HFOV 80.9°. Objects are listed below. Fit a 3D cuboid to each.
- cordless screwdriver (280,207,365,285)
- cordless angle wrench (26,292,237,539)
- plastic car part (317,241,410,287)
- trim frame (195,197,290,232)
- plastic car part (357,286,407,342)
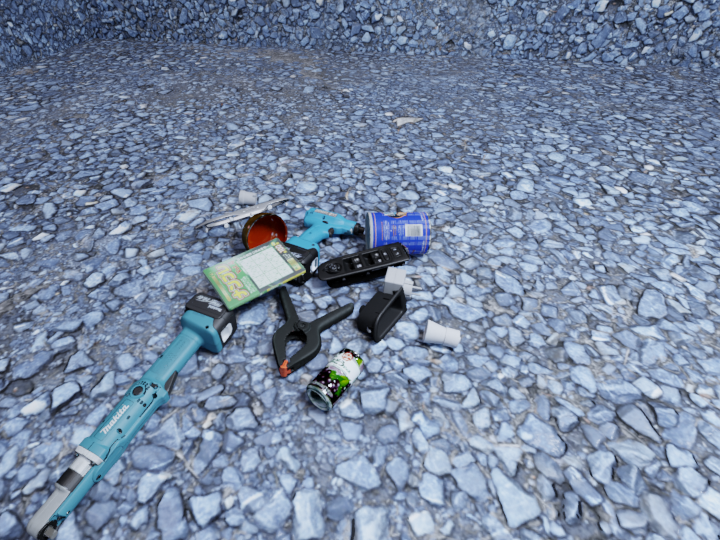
[{"bbox_3d":[-0.099,-0.065,1.010,0.164,0.072,0.248,14,39,15],"label":"cordless screwdriver"},{"bbox_3d":[-0.357,0.212,0.698,0.101,0.072,0.423,14,45,16],"label":"cordless angle wrench"},{"bbox_3d":[0.002,-0.007,0.942,0.201,0.065,0.069,-12,49,-6],"label":"plastic car part"},{"bbox_3d":[-0.291,-0.138,1.058,0.242,0.027,0.190,-20,6,-24],"label":"trim frame"},{"bbox_3d":[0.034,0.084,0.850,0.075,0.063,0.115,16,44,39],"label":"plastic car part"}]
